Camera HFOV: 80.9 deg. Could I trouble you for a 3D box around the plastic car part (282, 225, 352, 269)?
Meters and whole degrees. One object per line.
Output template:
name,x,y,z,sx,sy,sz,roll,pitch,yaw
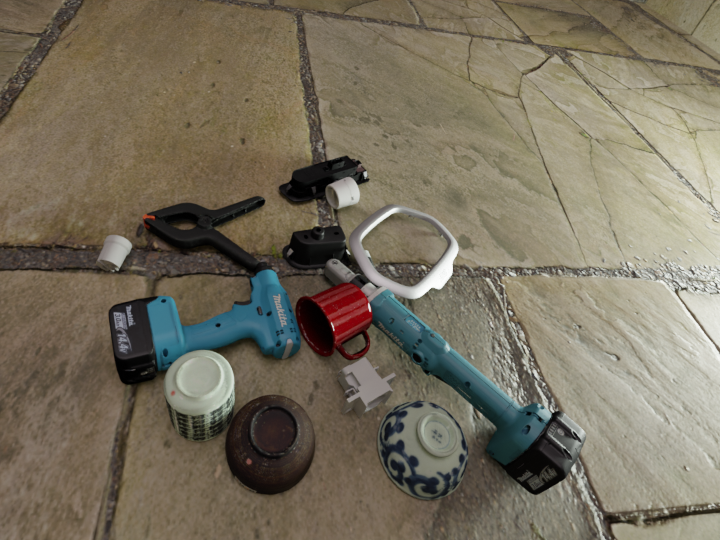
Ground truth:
plastic car part,-0.071,-0.047,0.730,0.113,0.070,0.069,-5,52,-22

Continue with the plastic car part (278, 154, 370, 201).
plastic car part,-0.068,-0.192,0.863,0.198,0.066,0.069,-26,69,-27

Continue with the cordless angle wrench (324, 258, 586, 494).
cordless angle wrench,0.098,0.117,0.620,0.072,0.096,0.442,-30,59,-37

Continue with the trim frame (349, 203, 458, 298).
trim frame,0.084,-0.041,0.774,0.189,0.027,0.244,36,45,13

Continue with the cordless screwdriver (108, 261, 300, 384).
cordless screwdriver,-0.220,0.063,0.605,0.241,0.073,0.166,-7,52,-23
